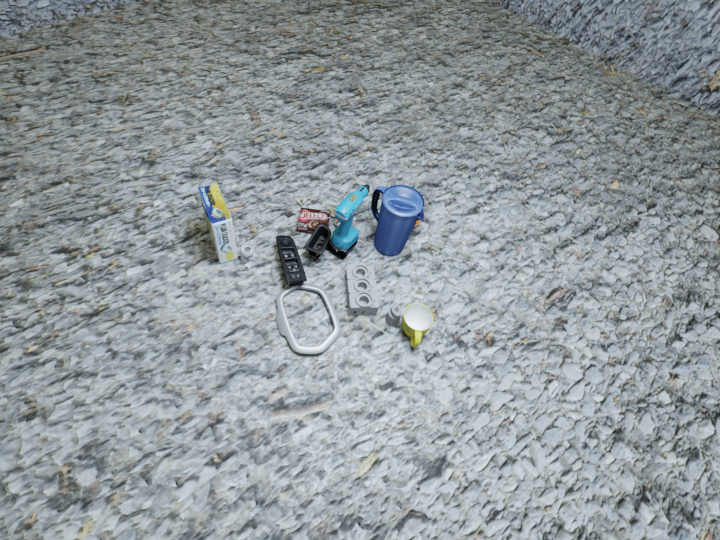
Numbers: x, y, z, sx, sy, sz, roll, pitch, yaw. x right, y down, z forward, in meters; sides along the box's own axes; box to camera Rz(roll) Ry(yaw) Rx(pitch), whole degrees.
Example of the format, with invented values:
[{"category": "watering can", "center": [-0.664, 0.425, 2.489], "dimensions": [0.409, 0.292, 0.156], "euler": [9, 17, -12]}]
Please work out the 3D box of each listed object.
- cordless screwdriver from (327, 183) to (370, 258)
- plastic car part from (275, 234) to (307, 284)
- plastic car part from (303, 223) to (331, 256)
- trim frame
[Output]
[{"category": "cordless screwdriver", "center": [-0.034, -0.162, 1.382], "dimensions": [0.076, 0.243, 0.158], "euler": [32, 58, 12]}, {"category": "plastic car part", "center": [-0.231, -0.031, 1.383], "dimensions": [0.065, 0.065, 0.211], "euler": [-11, 57, -15]}, {"category": "plastic car part", "center": [-0.140, -0.091, 1.431], "dimensions": [0.067, 0.069, 0.117], "euler": [22, 56, 7]}, {"category": "trim frame", "center": [-0.165, 0.141, 1.292], "dimensions": [0.180, 0.027, 0.259], "euler": [-16, 58, -15]}]
